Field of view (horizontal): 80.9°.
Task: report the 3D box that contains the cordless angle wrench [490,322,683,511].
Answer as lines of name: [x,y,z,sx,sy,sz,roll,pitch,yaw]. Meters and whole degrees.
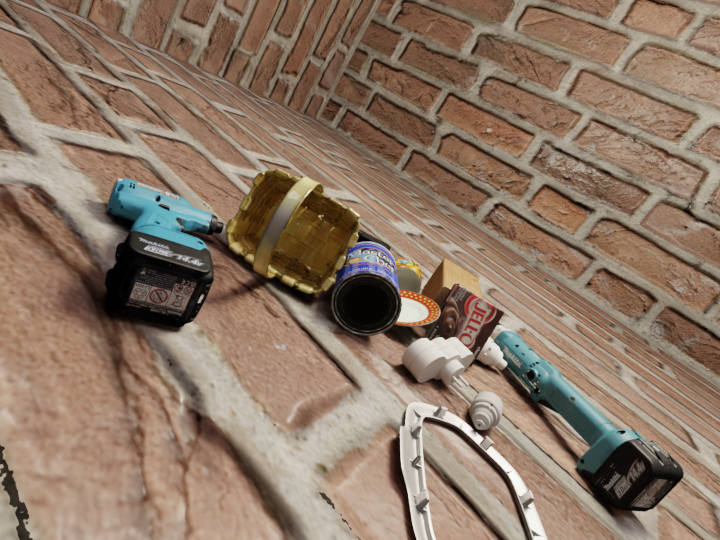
cordless angle wrench: [0.315,0.190,0.738,0.071,0.097,0.443,18,20,-27]

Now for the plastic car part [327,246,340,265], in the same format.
plastic car part: [-0.077,-0.050,0.786,0.111,0.071,0.069,23,19,-31]

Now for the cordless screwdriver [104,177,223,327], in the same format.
cordless screwdriver: [-0.229,-0.033,0.525,0.151,0.074,0.262,17,20,-35]

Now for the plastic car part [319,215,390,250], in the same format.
plastic car part: [-0.015,-0.072,0.948,0.200,0.067,0.067,31,12,-8]

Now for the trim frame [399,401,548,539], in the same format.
trim frame: [0.117,0.232,0.439,0.184,0.027,0.250,28,21,-3]
